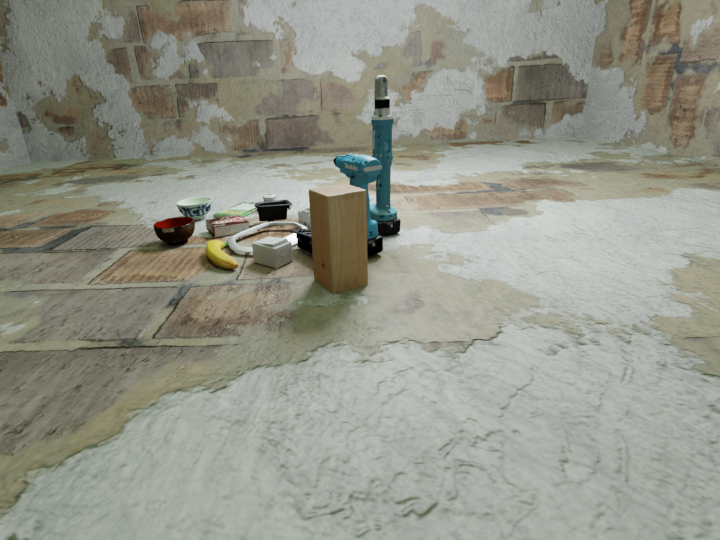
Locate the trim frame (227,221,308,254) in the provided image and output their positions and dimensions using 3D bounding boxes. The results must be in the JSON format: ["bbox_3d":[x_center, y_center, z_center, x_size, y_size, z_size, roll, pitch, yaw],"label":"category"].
[{"bbox_3d":[-0.260,-0.095,1.191,0.194,0.027,0.242,13,28,33],"label":"trim frame"}]

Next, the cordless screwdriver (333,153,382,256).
[{"bbox_3d":[-0.014,-0.164,1.048,0.072,0.243,0.168,-14,24,-31],"label":"cordless screwdriver"}]

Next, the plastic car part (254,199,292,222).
[{"bbox_3d":[-0.280,-0.184,1.348,0.113,0.069,0.069,-11,23,-20],"label":"plastic car part"}]

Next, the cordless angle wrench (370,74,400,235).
[{"bbox_3d":[0.058,-0.305,1.152,0.072,0.413,0.103,-10,22,-24],"label":"cordless angle wrench"}]

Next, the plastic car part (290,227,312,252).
[{"bbox_3d":[-0.104,-0.068,1.060,0.064,0.065,0.215,-17,27,-33],"label":"plastic car part"}]
